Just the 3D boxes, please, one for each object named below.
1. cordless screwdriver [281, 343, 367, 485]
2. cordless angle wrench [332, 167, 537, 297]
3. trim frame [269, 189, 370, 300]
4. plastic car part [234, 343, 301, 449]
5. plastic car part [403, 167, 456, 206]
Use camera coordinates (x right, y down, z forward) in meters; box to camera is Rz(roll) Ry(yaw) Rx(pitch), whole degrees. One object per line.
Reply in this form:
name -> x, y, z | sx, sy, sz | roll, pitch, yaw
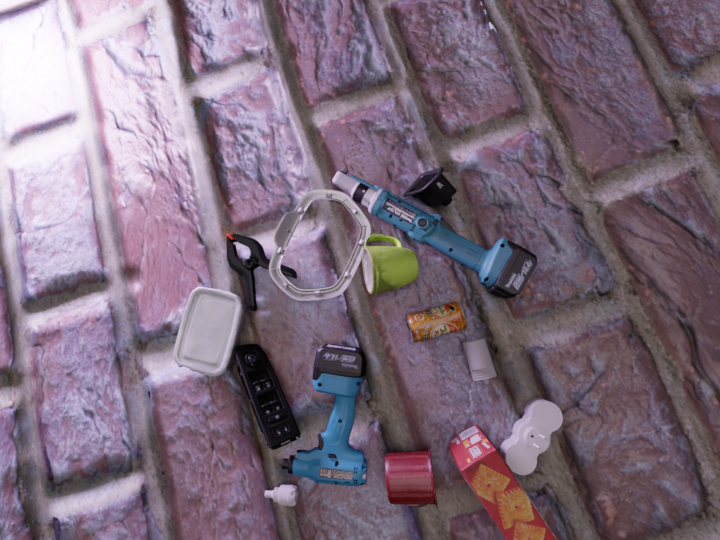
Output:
cordless screwdriver -> -0.065, 0.268, 0.797 | 0.161, 0.073, 0.250 | 1, 83, 7
cordless angle wrench -> 0.125, -0.089, 0.844 | 0.435, 0.072, 0.098 | 31, 84, 14
trim frame -> -0.085, -0.056, 0.869 | 0.187, 0.027, 0.249 | 23, 78, 7
plastic car part -> -0.187, 0.235, 0.808 | 0.064, 0.067, 0.211 | -13, 62, -31
plastic car part -> 0.147, -0.156, 0.838 | 0.069, 0.120, 0.066 | 40, 86, -15
